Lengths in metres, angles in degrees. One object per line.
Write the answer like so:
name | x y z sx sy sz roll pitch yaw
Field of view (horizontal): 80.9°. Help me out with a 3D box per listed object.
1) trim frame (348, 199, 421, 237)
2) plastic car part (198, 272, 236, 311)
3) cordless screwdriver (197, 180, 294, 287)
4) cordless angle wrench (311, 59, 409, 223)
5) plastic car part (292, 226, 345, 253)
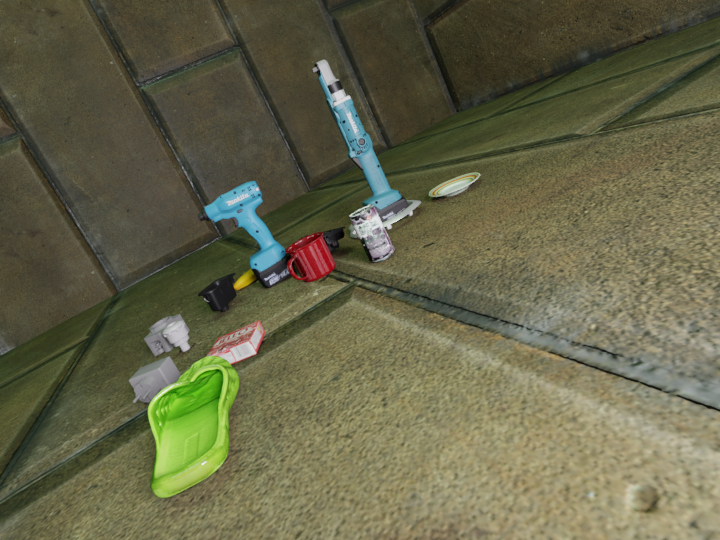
trim frame | 0.055 -0.136 1.096 0.182 0.027 0.257 -30 18 -10
plastic car part | -0.338 0.062 1.018 0.067 0.069 0.117 -22 17 16
cordless screwdriver | -0.271 -0.075 1.026 0.159 0.243 0.076 -26 13 -2
cordless angle wrench | -0.006 -0.311 1.038 0.097 0.414 0.076 -28 13 -9
plastic car part | -0.104 -0.068 1.064 0.065 0.065 0.212 -34 18 -27
